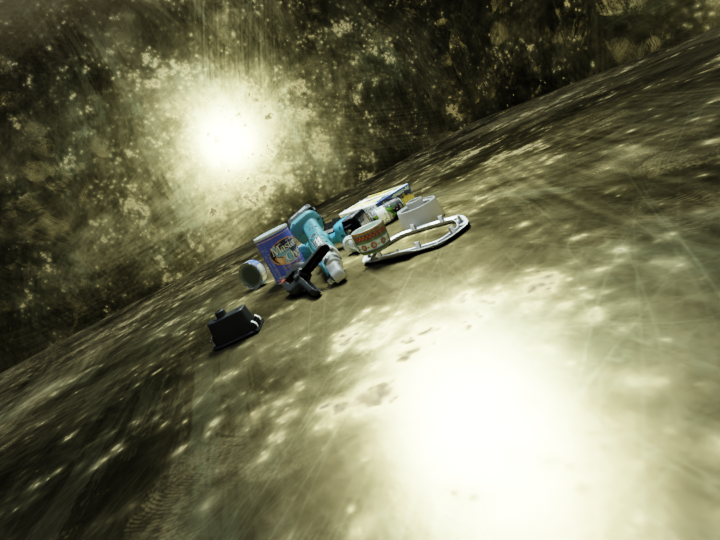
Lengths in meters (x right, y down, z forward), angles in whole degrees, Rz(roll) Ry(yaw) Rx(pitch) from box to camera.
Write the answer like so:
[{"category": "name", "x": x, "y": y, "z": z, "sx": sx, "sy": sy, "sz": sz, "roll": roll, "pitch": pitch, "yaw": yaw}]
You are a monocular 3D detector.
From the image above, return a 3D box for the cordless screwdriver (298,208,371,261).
[{"category": "cordless screwdriver", "x": -0.081, "y": -0.102, "z": 1.271, "sx": 0.255, "sy": 0.073, "sz": 0.158, "roll": -24, "pitch": 14, "yaw": 28}]

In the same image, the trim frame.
[{"category": "trim frame", "x": 0.111, "y": -0.069, "z": 0.902, "sx": 0.258, "sy": 0.027, "sz": 0.181, "roll": -11, "pitch": 22, "yaw": 42}]

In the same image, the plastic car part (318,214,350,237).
[{"category": "plastic car part", "x": -0.061, "y": -0.140, "z": 1.361, "sx": 0.212, "sy": 0.068, "sz": 0.063, "roll": -8, "pitch": -19, "yaw": 44}]

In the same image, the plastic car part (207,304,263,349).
[{"category": "plastic car part", "x": -0.268, "y": 0.110, "z": 0.870, "sx": 0.117, "sy": 0.070, "sz": 0.066, "roll": -23, "pitch": 11, "yaw": 5}]

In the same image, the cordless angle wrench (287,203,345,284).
[{"category": "cordless angle wrench", "x": -0.105, "y": -0.069, "z": 1.073, "sx": 0.098, "sy": 0.071, "sz": 0.441, "roll": -40, "pitch": 28, "yaw": 2}]
